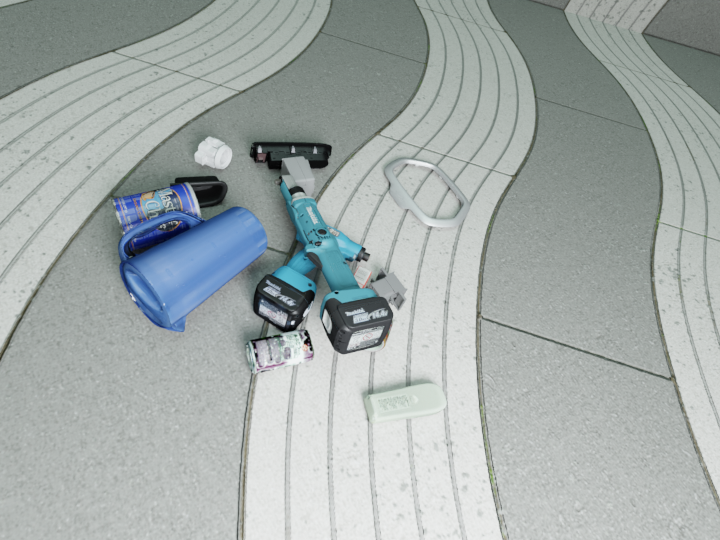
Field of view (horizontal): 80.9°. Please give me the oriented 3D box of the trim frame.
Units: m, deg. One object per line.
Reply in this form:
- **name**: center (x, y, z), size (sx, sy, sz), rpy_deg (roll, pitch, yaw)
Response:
- **trim frame**: center (0.162, -0.198, 1.050), size (0.179, 0.027, 0.259), rpy_deg (-17, 59, -25)

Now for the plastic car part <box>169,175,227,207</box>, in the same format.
- **plastic car part**: center (-0.351, -0.176, 0.907), size (0.113, 0.064, 0.075), rpy_deg (-13, 43, -26)

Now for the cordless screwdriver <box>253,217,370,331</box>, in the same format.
- **cordless screwdriver**: center (-0.088, 0.006, 0.808), size (0.161, 0.073, 0.249), rpy_deg (24, 47, 6)

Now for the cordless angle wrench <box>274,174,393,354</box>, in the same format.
- **cordless angle wrench**: center (-0.076, -0.049, 0.774), size (0.095, 0.073, 0.444), rpy_deg (-10, 47, -23)

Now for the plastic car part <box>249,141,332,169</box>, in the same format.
- **plastic car part**: center (-0.160, -0.274, 1.019), size (0.198, 0.066, 0.069), rpy_deg (-8, 66, -19)
